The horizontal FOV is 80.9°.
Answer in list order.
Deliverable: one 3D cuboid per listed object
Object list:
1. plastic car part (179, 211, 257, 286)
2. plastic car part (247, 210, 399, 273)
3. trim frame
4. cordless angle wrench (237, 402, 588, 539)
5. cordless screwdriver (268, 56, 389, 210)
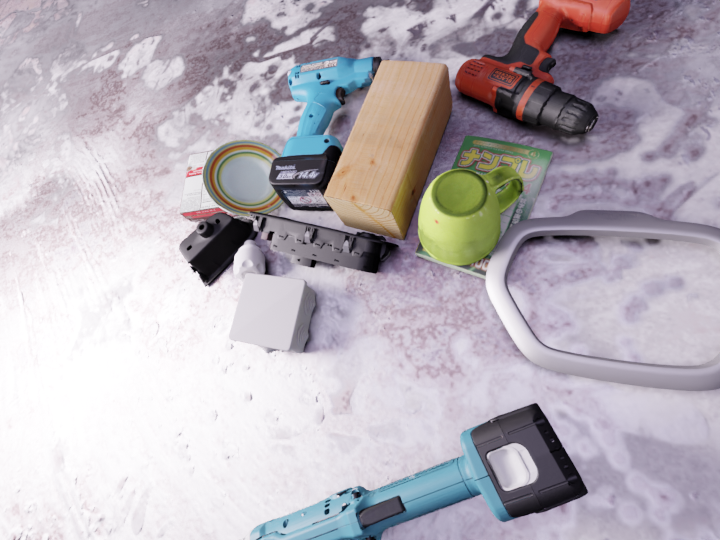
[{"bbox_3d":[-0.216,-0.044,0.614,0.116,0.068,0.069,-44,65,2],"label":"plastic car part"},{"bbox_3d":[-0.054,-0.035,0.555,0.211,0.063,0.067,10,84,23],"label":"plastic car part"},{"bbox_3d":[0.260,0.020,0.428,0.257,0.026,0.186,3,72,20],"label":"trim frame"},{"bbox_3d":[-0.010,0.248,0.418,0.428,0.093,0.077,-28,64,13],"label":"cordless angle wrench"},{"bbox_3d":[-0.041,-0.211,0.614,0.164,0.071,0.253,-3,65,19],"label":"cordless screwdriver"}]
